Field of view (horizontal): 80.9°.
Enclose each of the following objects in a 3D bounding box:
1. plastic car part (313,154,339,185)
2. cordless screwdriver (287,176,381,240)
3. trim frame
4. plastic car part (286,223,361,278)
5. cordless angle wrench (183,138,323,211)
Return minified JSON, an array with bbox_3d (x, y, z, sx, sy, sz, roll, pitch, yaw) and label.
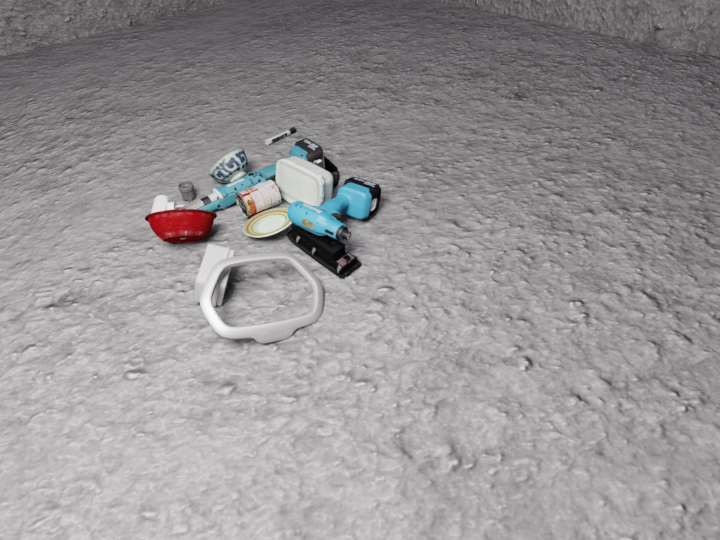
[{"bbox_3d":[-0.107,-0.262,1.149,0.073,0.113,0.066,-3,86,15],"label":"plastic car part"},{"bbox_3d":[-0.033,-0.140,0.983,0.167,0.073,0.242,26,36,27],"label":"cordless screwdriver"},{"bbox_3d":[-0.188,0.048,0.829,0.239,0.027,0.191,-8,63,-28],"label":"trim frame"},{"bbox_3d":[-0.094,-0.062,0.964,0.214,0.064,0.065,32,60,33],"label":"plastic car part"},{"bbox_3d":[-0.289,-0.239,1.148,0.415,0.071,0.103,-33,52,-23],"label":"cordless angle wrench"}]
